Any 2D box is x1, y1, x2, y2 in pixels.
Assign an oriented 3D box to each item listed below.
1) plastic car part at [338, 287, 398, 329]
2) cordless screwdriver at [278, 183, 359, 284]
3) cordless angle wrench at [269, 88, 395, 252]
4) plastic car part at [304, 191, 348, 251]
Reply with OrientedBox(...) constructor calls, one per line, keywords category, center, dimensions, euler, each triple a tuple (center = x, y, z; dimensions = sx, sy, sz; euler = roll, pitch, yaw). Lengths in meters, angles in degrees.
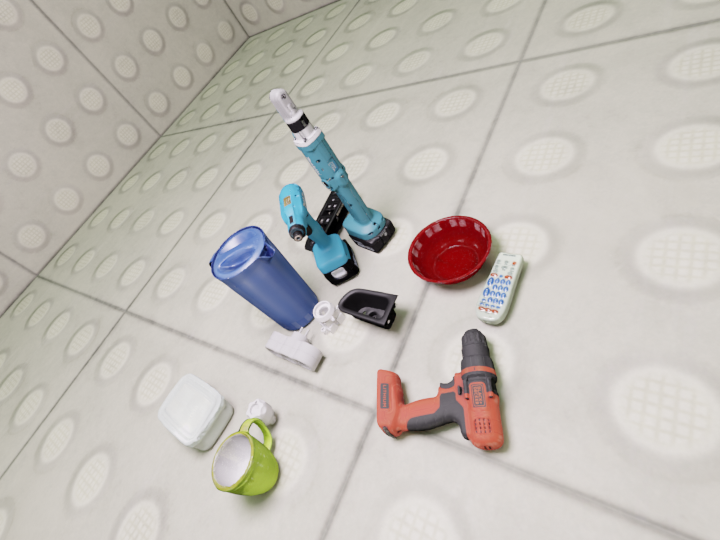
OrientedBox(category="plastic car part", center=(0.022, 0.080, 0.828), dimensions=(0.123, 0.067, 0.066), euler=(9, 59, 40))
OrientedBox(category="cordless screwdriver", center=(-0.088, -0.058, 0.900), dimensions=(0.075, 0.235, 0.166), euler=(-28, 42, 11))
OrientedBox(category="cordless angle wrench", center=(-0.056, -0.196, 0.874), dimensions=(0.104, 0.400, 0.074), euler=(24, 69, 46))
OrientedBox(category="plastic car part", center=(-0.079, -0.122, 1.079), dimensions=(0.070, 0.063, 0.203), euler=(6, 58, 39))
